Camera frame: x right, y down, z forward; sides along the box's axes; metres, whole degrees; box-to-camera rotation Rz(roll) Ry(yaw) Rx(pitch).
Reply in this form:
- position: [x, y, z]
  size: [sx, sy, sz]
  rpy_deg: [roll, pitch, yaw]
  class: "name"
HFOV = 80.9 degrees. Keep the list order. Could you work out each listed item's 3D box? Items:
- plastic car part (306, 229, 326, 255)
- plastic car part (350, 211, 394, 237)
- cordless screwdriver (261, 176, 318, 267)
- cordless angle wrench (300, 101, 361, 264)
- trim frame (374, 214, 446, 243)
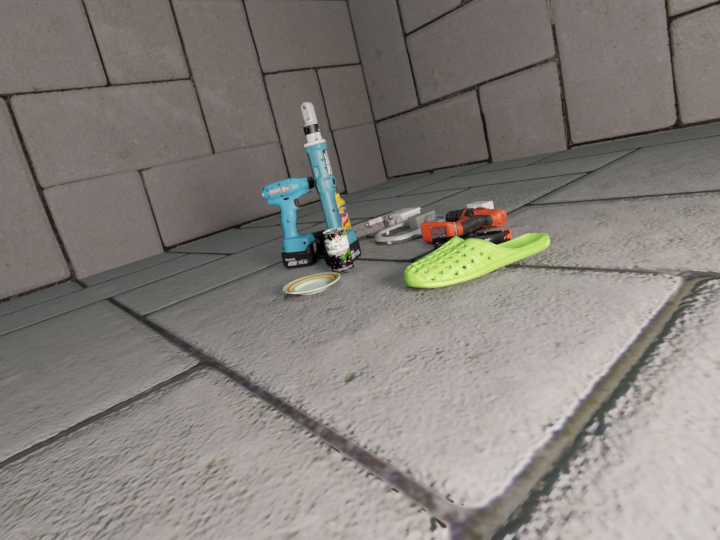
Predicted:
- position: [-0.126, -0.083, 1.292]
  size: [0.066, 0.070, 0.119]
  rpy_deg: [-15, 13, -4]
  class: "plastic car part"
- position: [0.013, -0.138, 1.373]
  size: [0.203, 0.066, 0.067]
  rpy_deg: [-14, 12, 0]
  class: "plastic car part"
- position: [-0.172, -0.138, 1.194]
  size: [0.162, 0.245, 0.074]
  rpy_deg: [-11, 11, 14]
  class: "cordless screwdriver"
- position: [-0.091, -0.226, 1.103]
  size: [0.077, 0.417, 0.096]
  rpy_deg: [-8, 11, 28]
  class: "cordless angle wrench"
- position: [0.153, -0.124, 1.261]
  size: [0.242, 0.027, 0.192]
  rpy_deg: [-22, 16, -26]
  class: "trim frame"
